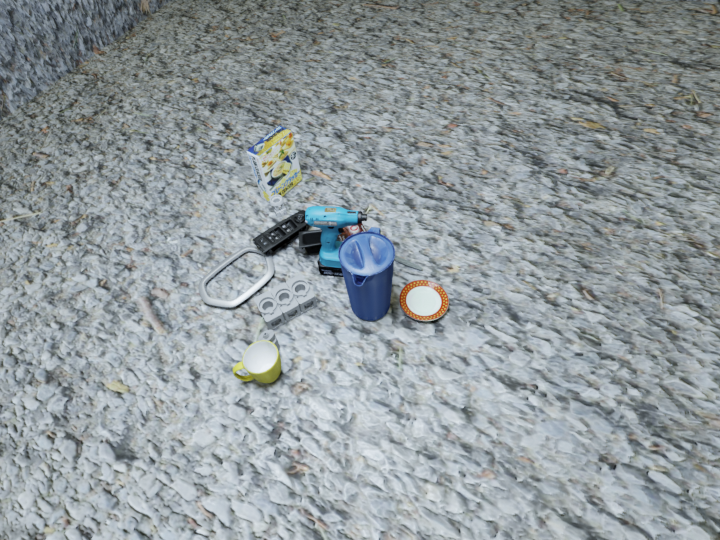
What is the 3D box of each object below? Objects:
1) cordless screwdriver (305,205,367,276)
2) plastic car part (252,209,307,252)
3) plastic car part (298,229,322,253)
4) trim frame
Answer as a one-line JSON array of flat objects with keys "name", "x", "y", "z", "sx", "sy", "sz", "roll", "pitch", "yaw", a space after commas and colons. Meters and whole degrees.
[{"name": "cordless screwdriver", "x": -0.056, "y": -0.081, "z": 1.167, "sx": 0.162, "sy": 0.239, "sz": 0.076, "roll": 5, "pitch": 53, "yaw": 9}, {"name": "plastic car part", "x": -0.238, "y": -0.116, "z": 1.335, "sx": 0.200, "sy": 0.064, "sz": 0.070, "roll": -40, "pitch": 58, "yaw": -21}, {"name": "plastic car part", "x": -0.126, "y": -0.082, "z": 1.288, "sx": 0.117, "sy": 0.068, "sz": 0.068, "roll": -6, "pitch": 52, "yaw": 3}, {"name": "trim frame", "x": -0.372, "y": 0.015, "z": 1.278, "sx": 0.194, "sy": 0.026, "sz": 0.246, "roll": 33, "pitch": 64, "yaw": 29}]
